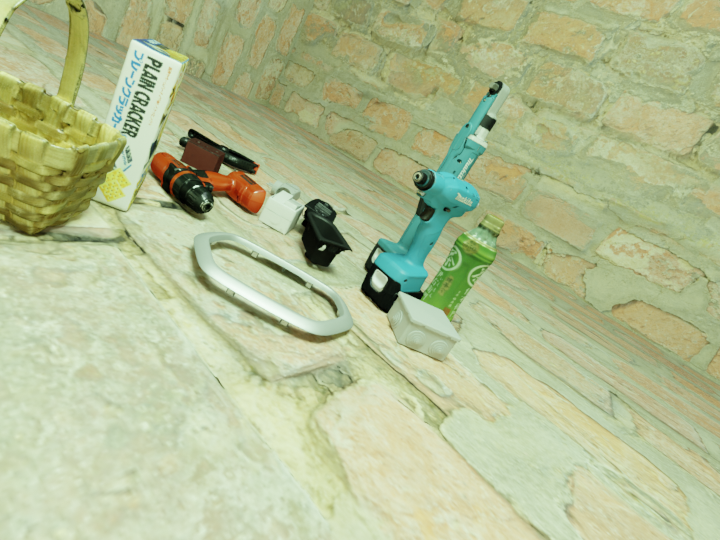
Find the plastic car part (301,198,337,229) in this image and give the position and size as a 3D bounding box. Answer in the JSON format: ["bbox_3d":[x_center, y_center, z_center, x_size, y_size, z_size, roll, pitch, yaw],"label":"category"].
[{"bbox_3d":[-0.091,-0.116,0.922,0.066,0.067,0.204,28,18,-5],"label":"plastic car part"}]

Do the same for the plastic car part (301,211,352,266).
[{"bbox_3d":[-0.074,-0.048,0.754,0.063,0.071,0.122,19,20,-31],"label":"plastic car part"}]

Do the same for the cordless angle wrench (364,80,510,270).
[{"bbox_3d":[0.153,-0.154,0.807,0.093,0.422,0.078,18,21,-35],"label":"cordless angle wrench"}]

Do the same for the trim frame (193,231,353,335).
[{"bbox_3d":[-0.119,0.015,0.584,0.247,0.027,0.186,27,18,-4],"label":"trim frame"}]

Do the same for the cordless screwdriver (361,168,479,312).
[{"bbox_3d":[0.086,-0.048,0.701,0.151,0.248,0.078,11,26,-47],"label":"cordless screwdriver"}]
